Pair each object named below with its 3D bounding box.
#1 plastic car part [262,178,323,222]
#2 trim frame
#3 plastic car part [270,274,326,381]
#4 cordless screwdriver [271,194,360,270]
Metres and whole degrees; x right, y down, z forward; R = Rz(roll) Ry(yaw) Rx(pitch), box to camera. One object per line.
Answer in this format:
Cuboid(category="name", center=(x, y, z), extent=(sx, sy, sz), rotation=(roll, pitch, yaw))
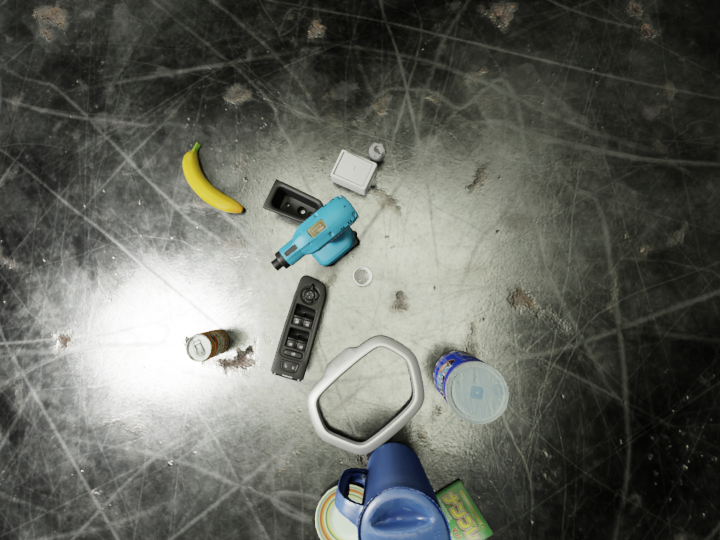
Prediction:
Cuboid(category="plastic car part", center=(-0.133, -0.132, 0.882), extent=(0.118, 0.070, 0.066), rotation=(24, 87, 7))
Cuboid(category="trim frame", center=(0.011, 0.245, 0.842), extent=(0.248, 0.027, 0.187), rotation=(-41, 81, 0))
Cuboid(category="plastic car part", center=(-0.117, 0.112, 0.853), extent=(0.067, 0.066, 0.203), rotation=(15, 85, 5))
Cuboid(category="cordless screwdriver", center=(-0.076, -0.050, 0.777), extent=(0.159, 0.246, 0.075), rotation=(-39, 86, -1))
